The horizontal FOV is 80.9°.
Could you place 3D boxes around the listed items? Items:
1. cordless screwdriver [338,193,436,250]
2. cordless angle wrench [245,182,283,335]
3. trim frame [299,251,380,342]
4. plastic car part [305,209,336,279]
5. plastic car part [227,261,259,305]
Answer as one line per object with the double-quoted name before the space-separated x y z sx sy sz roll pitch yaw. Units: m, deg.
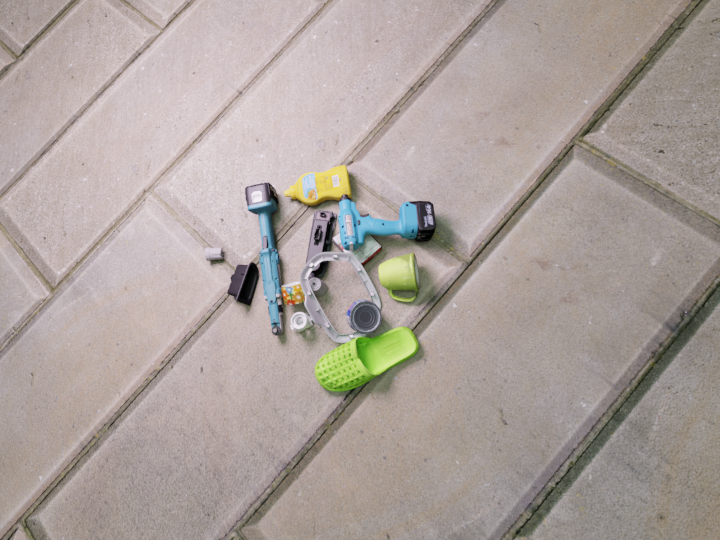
"cordless screwdriver" 0.065 -0.142 1.122 0.249 0.072 0.163 -6 67 1
"cordless angle wrench" -0.254 -0.033 1.178 0.075 0.095 0.430 -11 78 6
"trim frame" -0.053 0.067 1.094 0.183 0.028 0.247 -29 93 -9
"plastic car part" -0.114 -0.075 1.171 0.067 0.066 0.204 8 80 4
"plastic car part" -0.336 0.033 1.190 0.074 0.063 0.118 4 73 25
